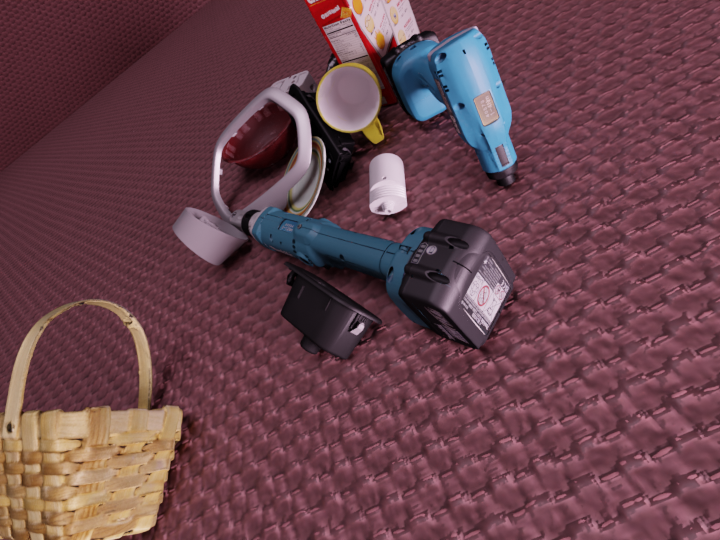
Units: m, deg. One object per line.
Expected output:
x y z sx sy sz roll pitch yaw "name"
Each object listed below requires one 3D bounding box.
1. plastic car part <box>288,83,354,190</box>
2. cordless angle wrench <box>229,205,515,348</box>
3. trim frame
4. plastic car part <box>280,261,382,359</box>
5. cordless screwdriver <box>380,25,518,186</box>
-0.058 -0.215 0.638 0.065 0.065 0.212 -20 58 -21 "plastic car part"
-0.048 -0.031 0.490 0.447 0.092 0.074 19 71 47 "cordless angle wrench"
-0.163 -0.169 0.658 0.255 0.026 0.189 -28 71 34 "trim frame"
-0.042 0.049 0.444 0.123 0.062 0.071 34 94 44 "plastic car part"
0.104 -0.202 0.504 0.075 0.152 0.257 -29 29 8 "cordless screwdriver"
